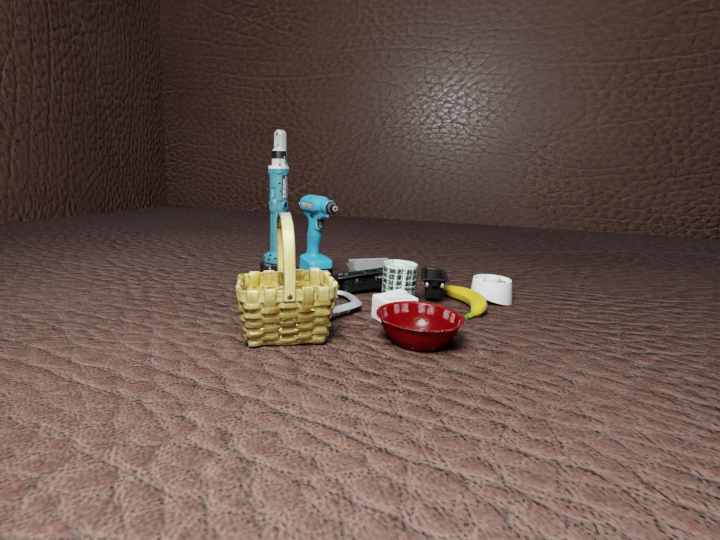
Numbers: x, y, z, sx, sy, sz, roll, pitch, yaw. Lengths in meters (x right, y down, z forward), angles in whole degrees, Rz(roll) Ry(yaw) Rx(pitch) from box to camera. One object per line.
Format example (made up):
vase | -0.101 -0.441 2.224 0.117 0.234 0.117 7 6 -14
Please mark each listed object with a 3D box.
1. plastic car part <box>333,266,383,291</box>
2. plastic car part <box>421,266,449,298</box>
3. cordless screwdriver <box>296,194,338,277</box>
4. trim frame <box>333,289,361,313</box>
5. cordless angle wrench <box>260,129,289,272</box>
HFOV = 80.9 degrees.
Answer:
plastic car part | 0.022 0.023 1.115 0.197 0.066 0.069 -3 13 -20
plastic car part | 0.183 0.037 1.067 0.067 0.070 0.116 3 13 6
cordless screwdriver | -0.108 -0.071 1.109 0.071 0.246 0.167 -4 13 -31
trim frame | -0.111 0.075 0.969 0.194 0.027 0.238 14 18 42
cordless angle wrench | -0.237 -0.190 1.224 0.078 0.418 0.094 8 12 28
